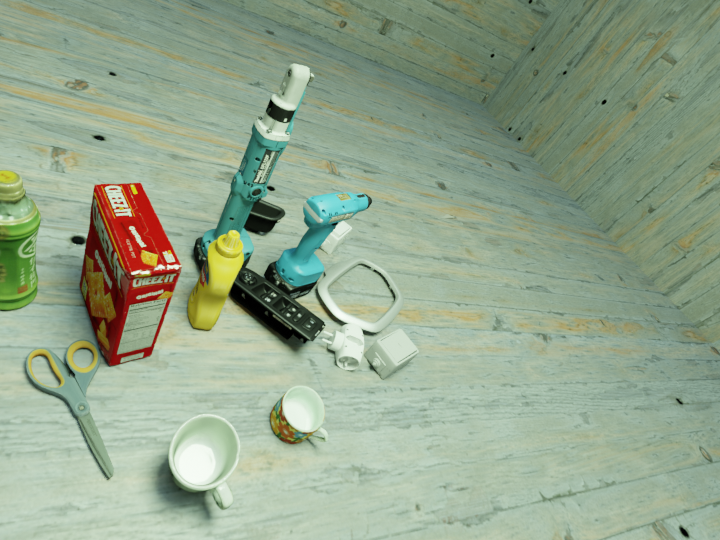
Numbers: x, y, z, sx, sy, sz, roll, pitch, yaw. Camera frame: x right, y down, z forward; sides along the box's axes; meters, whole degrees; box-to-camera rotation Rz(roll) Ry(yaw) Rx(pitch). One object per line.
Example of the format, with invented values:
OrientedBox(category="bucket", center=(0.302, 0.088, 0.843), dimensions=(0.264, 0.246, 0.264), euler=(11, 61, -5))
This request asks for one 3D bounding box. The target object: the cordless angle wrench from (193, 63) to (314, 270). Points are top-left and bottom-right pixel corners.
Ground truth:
OrientedBox(category="cordless angle wrench", center=(-0.184, -0.148, 0.713), dimensions=(0.093, 0.423, 0.078), euler=(-5, 53, -41))

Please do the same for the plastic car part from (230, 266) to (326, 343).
OrientedBox(category="plastic car part", center=(-0.165, 0.066, 0.779), dimensions=(0.206, 0.067, 0.065), euler=(38, 37, 8))

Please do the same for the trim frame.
OrientedBox(category="trim frame", center=(0.003, 0.046, 0.951), dimensions=(0.188, 0.027, 0.243), euler=(39, 38, 10))

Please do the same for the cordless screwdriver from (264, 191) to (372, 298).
OrientedBox(category="cordless screwdriver", center=(-0.080, -0.053, 0.821), dimensions=(0.153, 0.249, 0.077), euler=(-19, 63, -47))

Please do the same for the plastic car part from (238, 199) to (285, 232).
OrientedBox(category="plastic car part", center=(-0.234, -0.118, 0.937), dimensions=(0.114, 0.071, 0.068), euler=(22, 38, -14))
